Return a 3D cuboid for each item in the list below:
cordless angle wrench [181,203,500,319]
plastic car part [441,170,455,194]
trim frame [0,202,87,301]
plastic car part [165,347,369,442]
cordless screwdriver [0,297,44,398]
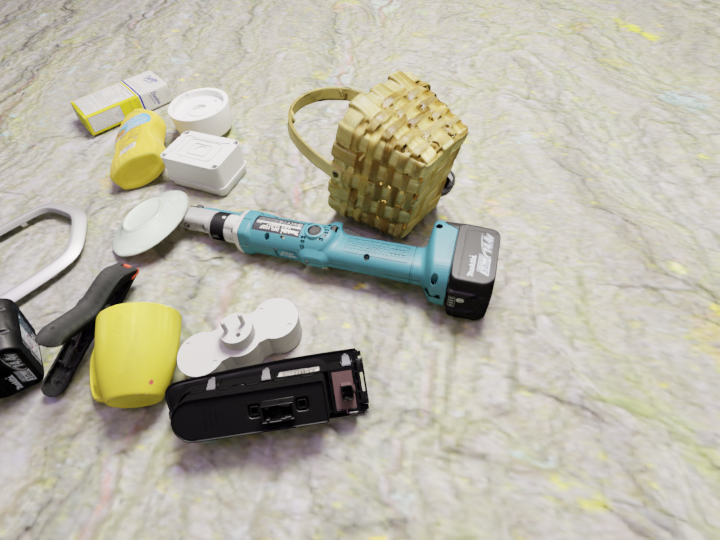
[{"bbox_3d":[-0.053,-0.035,0.545,0.437,0.071,0.099,11,53,18],"label":"cordless angle wrench"},{"bbox_3d":[0.097,-0.175,0.636,0.065,0.068,0.123,-32,52,-18],"label":"plastic car part"},{"bbox_3d":[-0.513,-0.014,0.611,0.193,0.026,0.246,33,63,27],"label":"trim frame"},{"bbox_3d":[-0.094,0.130,0.410,0.204,0.065,0.067,-8,9,4],"label":"plastic car part"},{"bbox_3d":[-0.475,0.131,0.437,0.241,0.156,0.078,-20,55,-30],"label":"cordless screwdriver"}]
